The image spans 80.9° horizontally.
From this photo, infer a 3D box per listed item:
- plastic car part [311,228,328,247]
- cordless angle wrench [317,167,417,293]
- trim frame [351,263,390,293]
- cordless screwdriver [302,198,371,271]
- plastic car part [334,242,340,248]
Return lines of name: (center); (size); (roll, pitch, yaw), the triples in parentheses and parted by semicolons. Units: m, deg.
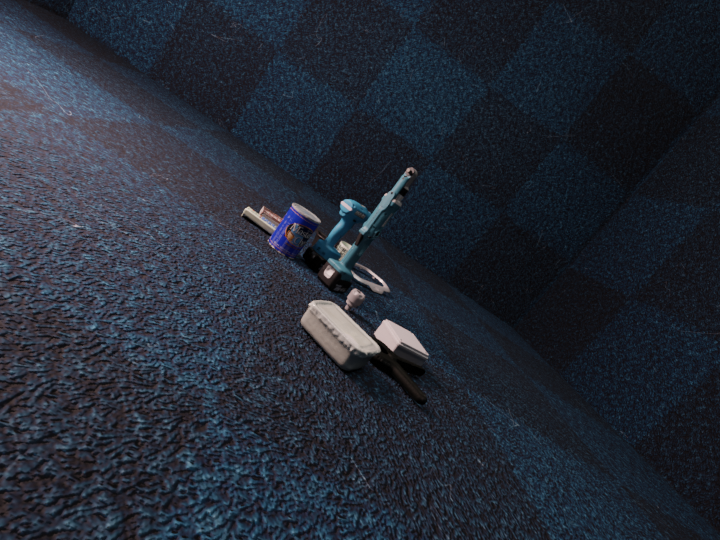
plastic car part: (-0.149, -0.097, 1.523); (0.065, 0.071, 0.118); (34, 12, -11)
cordless angle wrench: (0.031, -0.120, 1.241); (0.078, 0.423, 0.093); (44, 14, 32)
trim frame: (0.018, 0.024, 1.623); (0.234, 0.027, 0.195); (24, 16, -46)
cordless screwdriver: (-0.063, -0.105, 1.349); (0.078, 0.249, 0.151); (43, 13, 29)
plastic car part: (-0.076, -0.060, 1.591); (0.065, 0.067, 0.207); (33, 12, -14)
